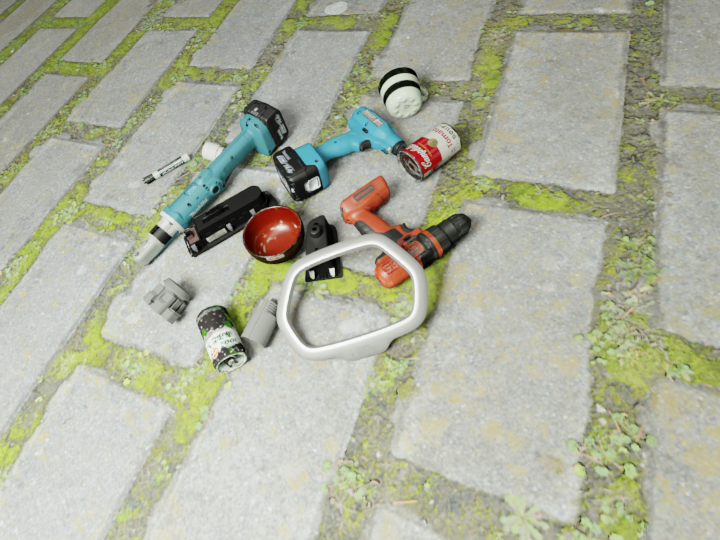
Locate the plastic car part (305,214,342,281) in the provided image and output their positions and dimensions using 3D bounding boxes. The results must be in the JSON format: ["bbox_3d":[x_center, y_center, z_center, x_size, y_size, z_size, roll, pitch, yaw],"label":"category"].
[{"bbox_3d":[-0.073,-0.048,0.744,0.067,0.068,0.120,-8,61,7],"label":"plastic car part"}]

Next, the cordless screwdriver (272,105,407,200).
[{"bbox_3d":[-0.039,-0.226,0.844,0.246,0.071,0.167,-33,57,-11],"label":"cordless screwdriver"}]

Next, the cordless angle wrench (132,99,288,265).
[{"bbox_3d":[-0.317,-0.179,0.882,0.078,0.094,0.422,32,75,23],"label":"cordless angle wrench"}]

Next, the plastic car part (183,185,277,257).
[{"bbox_3d":[-0.266,-0.111,0.843,0.202,0.064,0.070,-29,51,-6],"label":"plastic car part"}]

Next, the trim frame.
[{"bbox_3d":[-0.018,0.045,0.665,0.251,0.026,0.189,-21,73,10],"label":"trim frame"}]
